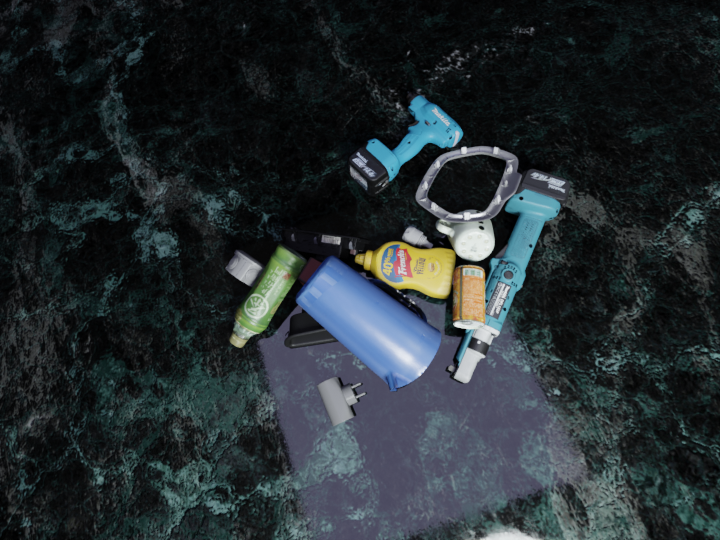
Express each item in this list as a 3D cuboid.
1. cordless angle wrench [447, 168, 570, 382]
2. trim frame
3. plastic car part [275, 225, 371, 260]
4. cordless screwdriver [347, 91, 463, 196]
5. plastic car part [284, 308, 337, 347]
[{"bbox_3d":[0.271,0.012,0.796,0.101,0.072,0.424,23,79,15],"label":"cordless angle wrench"},{"bbox_3d":[0.218,-0.181,0.846,0.193,0.026,0.248,14,52,27],"label":"trim frame"},{"bbox_3d":[-0.085,-0.056,0.874,0.212,0.064,0.066,14,101,27],"label":"plastic car part"},{"bbox_3d":[0.079,-0.286,0.929,0.247,0.072,0.165,-35,70,-7],"label":"cordless screwdriver"},{"bbox_3d":[-0.097,0.107,0.838,0.118,0.063,0.073,-9,56,9],"label":"plastic car part"}]
